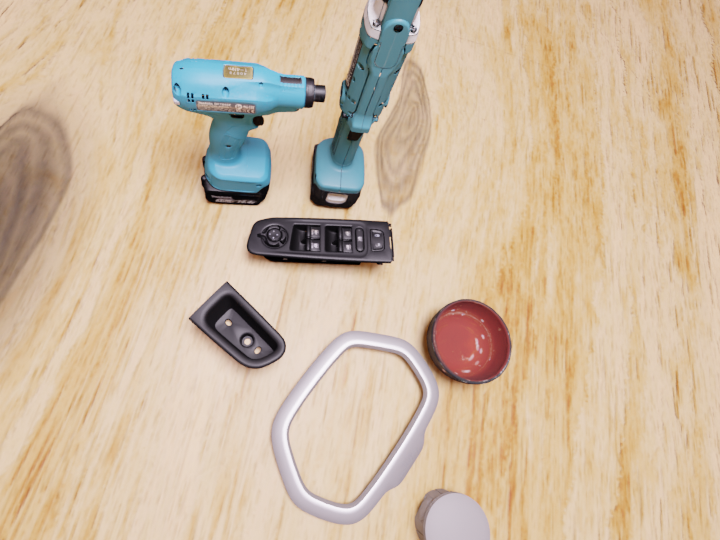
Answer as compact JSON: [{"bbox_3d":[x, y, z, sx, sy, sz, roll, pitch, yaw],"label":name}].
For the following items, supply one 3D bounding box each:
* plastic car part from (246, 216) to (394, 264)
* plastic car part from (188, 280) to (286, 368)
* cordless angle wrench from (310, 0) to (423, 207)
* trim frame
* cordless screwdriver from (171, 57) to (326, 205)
[{"bbox_3d":[-0.059,-0.039,0.605,0.200,0.067,0.067,4,72,-8],"label":"plastic car part"},{"bbox_3d":[-0.153,0.082,0.547,0.118,0.070,0.065,41,70,5],"label":"plastic car part"},{"bbox_3d":[0.004,-0.198,0.481,0.073,0.422,0.100,5,73,-12],"label":"cordless angle wrench"},{"bbox_3d":[-0.003,0.195,0.553,0.186,0.027,0.247,37,70,5],"label":"trim frame"},{"bbox_3d":[-0.139,-0.166,0.542,0.156,0.248,0.076,1,74,-12],"label":"cordless screwdriver"}]
